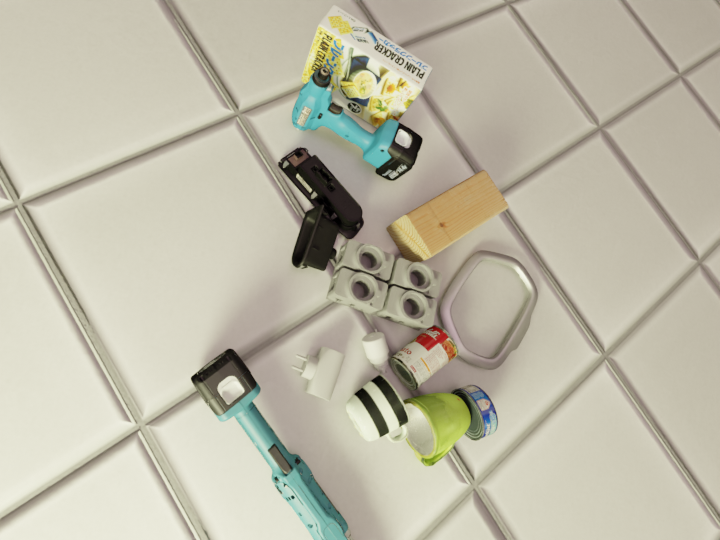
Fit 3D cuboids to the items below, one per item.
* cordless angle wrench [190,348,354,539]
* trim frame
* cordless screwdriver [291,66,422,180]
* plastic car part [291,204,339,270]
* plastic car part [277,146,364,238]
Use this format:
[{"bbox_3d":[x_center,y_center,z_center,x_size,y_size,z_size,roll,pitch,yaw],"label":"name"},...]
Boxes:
[{"bbox_3d":[-0.101,0.310,0.631,0.073,0.099,0.423,-36,90,-23],"label":"cordless angle wrench"},{"bbox_3d":[0.254,0.072,0.826,0.184,0.028,0.247,39,66,-1],"label":"trim frame"},{"bbox_3d":[-0.002,-0.272,0.786,0.244,0.161,0.075,26,70,-10],"label":"cordless screwdriver"},{"bbox_3d":[-0.074,-0.049,0.758,0.068,0.068,0.117,21,73,-26],"label":"plastic car part"},{"bbox_3d":[-0.062,-0.152,0.789,0.065,0.068,0.203,-39,90,-30],"label":"plastic car part"}]
